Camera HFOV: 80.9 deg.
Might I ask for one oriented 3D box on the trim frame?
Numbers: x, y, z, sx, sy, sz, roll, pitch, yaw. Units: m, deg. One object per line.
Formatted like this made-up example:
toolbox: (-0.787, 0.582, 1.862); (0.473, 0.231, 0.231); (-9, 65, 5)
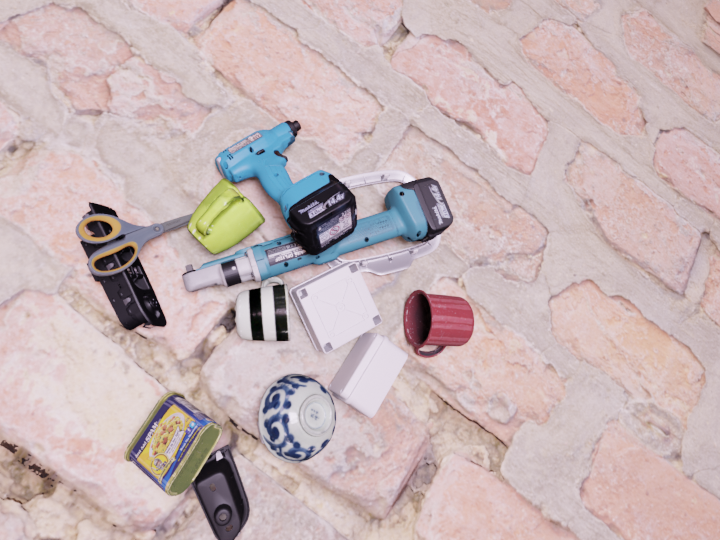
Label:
trim frame: (0.032, -0.085, 0.738); (0.243, 0.028, 0.186); (-13, 81, -17)

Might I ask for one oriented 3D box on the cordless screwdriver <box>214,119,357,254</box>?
cordless screwdriver: (-0.099, -0.146, 0.653); (0.157, 0.071, 0.262); (-37, 58, -18)

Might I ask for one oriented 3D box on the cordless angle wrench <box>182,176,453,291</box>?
cordless angle wrench: (-0.065, -0.042, 0.663); (0.417, 0.074, 0.099); (-18, 81, -12)

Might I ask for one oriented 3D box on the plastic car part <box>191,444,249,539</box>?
plastic car part: (-0.188, 0.313, 0.571); (0.065, 0.071, 0.118); (-23, 81, -17)

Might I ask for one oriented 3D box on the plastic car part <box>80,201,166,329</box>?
plastic car part: (-0.351, 0.003, 0.613); (0.066, 0.066, 0.204); (-32, 86, -9)
